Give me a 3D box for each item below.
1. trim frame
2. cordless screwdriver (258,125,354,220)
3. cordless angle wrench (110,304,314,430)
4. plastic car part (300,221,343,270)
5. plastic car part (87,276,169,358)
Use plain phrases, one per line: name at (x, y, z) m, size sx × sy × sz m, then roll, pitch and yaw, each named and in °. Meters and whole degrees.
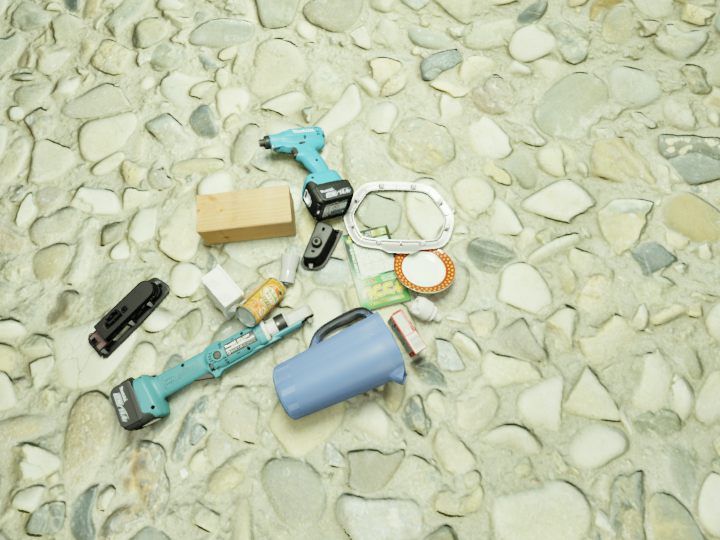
trim frame at (0.087, -0.122, 0.951) m, size 0.248 × 0.027 × 0.188 m, roll 2°, pitch 68°, yaw -1°
cordless screwdriver at (-0.125, -0.228, 0.955) m, size 0.155 × 0.073 × 0.259 m, roll -13°, pitch 60°, yaw -22°
cordless angle wrench at (-0.288, 0.179, 0.867) m, size 0.420 × 0.073 × 0.101 m, roll -28°, pitch 74°, yaw -8°
plastic car part at (-0.091, -0.059, 0.930) m, size 0.067 × 0.069 × 0.117 m, roll 21°, pitch 72°, yaw 9°
plastic car part at (-0.510, 0.091, 0.918) m, size 0.069 × 0.065 × 0.202 m, roll 38°, pitch 75°, yaw 19°
